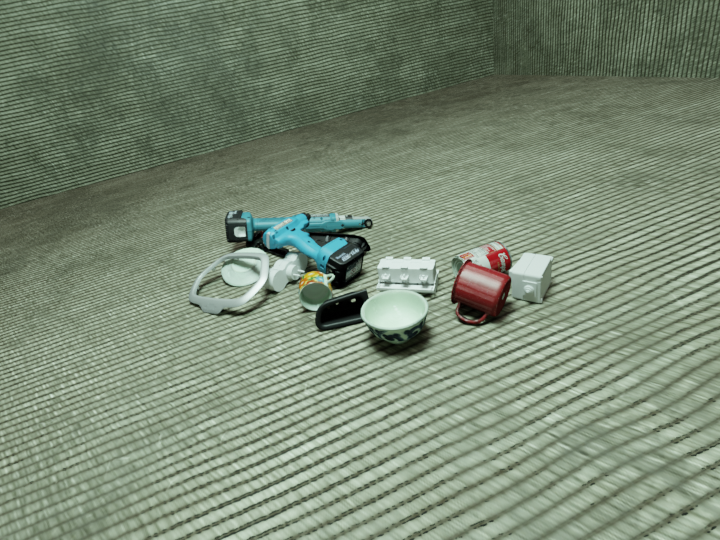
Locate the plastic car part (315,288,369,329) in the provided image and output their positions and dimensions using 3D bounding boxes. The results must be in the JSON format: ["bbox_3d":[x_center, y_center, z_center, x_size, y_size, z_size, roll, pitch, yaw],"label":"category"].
[{"bbox_3d":[-0.039,0.075,0.872,0.117,0.065,0.072,-14,13,2],"label":"plastic car part"}]

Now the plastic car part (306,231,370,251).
[{"bbox_3d":[-0.076,-0.063,1.114,0.211,0.063,0.067,2,41,24],"label":"plastic car part"}]

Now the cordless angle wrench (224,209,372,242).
[{"bbox_3d":[-0.176,-0.136,1.234,0.421,0.072,0.101,-3,24,-3],"label":"cordless angle wrench"}]

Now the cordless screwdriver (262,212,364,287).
[{"bbox_3d":[-0.102,-0.067,1.047,0.261,0.072,0.156,27,44,26],"label":"cordless screwdriver"}]

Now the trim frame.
[{"bbox_3d":[-0.322,0.025,1.037,0.260,0.026,0.185,2,49,33],"label":"trim frame"}]
